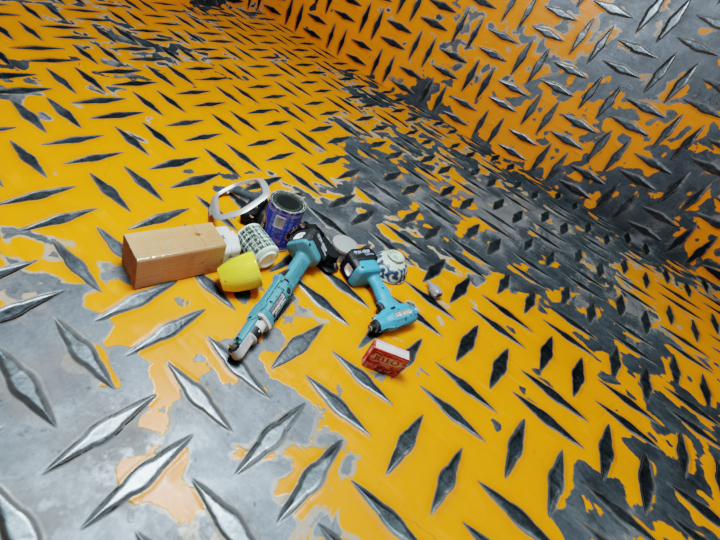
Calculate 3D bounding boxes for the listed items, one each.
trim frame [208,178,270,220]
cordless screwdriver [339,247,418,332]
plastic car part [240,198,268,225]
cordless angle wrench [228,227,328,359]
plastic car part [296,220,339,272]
[{"bbox_3d":[-0.344,-0.201,1.185,0.183,0.026,0.261,-24,35,-7],"label":"trim frame"},{"bbox_3d":[0.028,0.055,1.133,0.153,0.074,0.260,-11,53,-38],"label":"cordless screwdriver"},{"bbox_3d":[-0.316,-0.169,1.229,0.071,0.064,0.119,8,35,-1],"label":"plastic car part"},{"bbox_3d":[-0.193,0.048,1.006,0.077,0.094,0.424,-10,33,27],"label":"cordless angle wrench"},{"bbox_3d":[-0.120,-0.078,1.223,0.063,0.067,0.213,1,44,-46],"label":"plastic car part"}]
